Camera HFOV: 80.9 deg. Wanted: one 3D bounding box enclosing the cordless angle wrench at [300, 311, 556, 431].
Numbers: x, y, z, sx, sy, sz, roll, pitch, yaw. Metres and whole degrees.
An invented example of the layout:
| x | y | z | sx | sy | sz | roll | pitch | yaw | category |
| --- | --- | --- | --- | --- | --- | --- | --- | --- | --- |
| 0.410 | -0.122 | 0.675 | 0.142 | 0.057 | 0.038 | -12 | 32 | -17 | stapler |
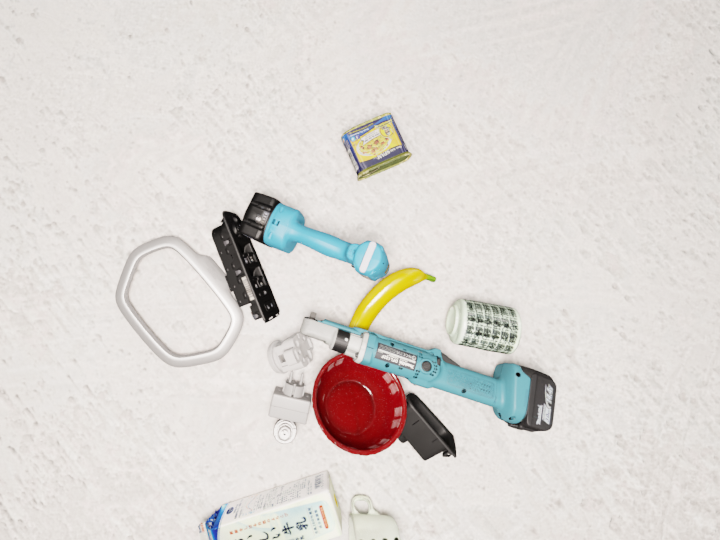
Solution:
| x | y | z | sx | sy | sz | roll | pitch | yaw | category |
| --- | --- | --- | --- | --- | --- | --- | --- | --- | --- |
| 0.102 | 0.158 | 0.701 | 0.422 | 0.074 | 0.099 | 18 | 71 | -1 | cordless angle wrench |

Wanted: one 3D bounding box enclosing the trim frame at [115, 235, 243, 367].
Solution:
| x | y | z | sx | sy | sz | roll | pitch | yaw | category |
| --- | --- | --- | --- | --- | --- | --- | --- | --- | --- |
| -0.320 | 0.056 | 0.749 | 0.184 | 0.027 | 0.250 | -42 | 86 | -1 | trim frame |

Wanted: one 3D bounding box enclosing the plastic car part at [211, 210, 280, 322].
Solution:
| x | y | z | sx | sy | sz | roll | pitch | yaw | category |
| --- | --- | --- | --- | --- | --- | --- | --- | --- | --- |
| -0.206 | -0.005 | 0.738 | 0.069 | 0.064 | 0.203 | -19 | 89 | 23 | plastic car part |

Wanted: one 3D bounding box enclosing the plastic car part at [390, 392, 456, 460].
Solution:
| x | y | z | sx | sy | sz | roll | pitch | yaw | category |
| --- | --- | --- | --- | --- | --- | --- | --- | --- | --- |
| 0.099 | 0.273 | 0.724 | 0.118 | 0.065 | 0.071 | 45 | 102 | 4 | plastic car part |

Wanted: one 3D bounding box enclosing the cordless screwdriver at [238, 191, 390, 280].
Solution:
| x | y | z | sx | sy | sz | roll | pitch | yaw | category |
| --- | --- | --- | --- | --- | --- | --- | --- | --- | --- |
| -0.070 | -0.046 | 0.712 | 0.256 | 0.154 | 0.074 | 22 | 86 | 15 | cordless screwdriver |
